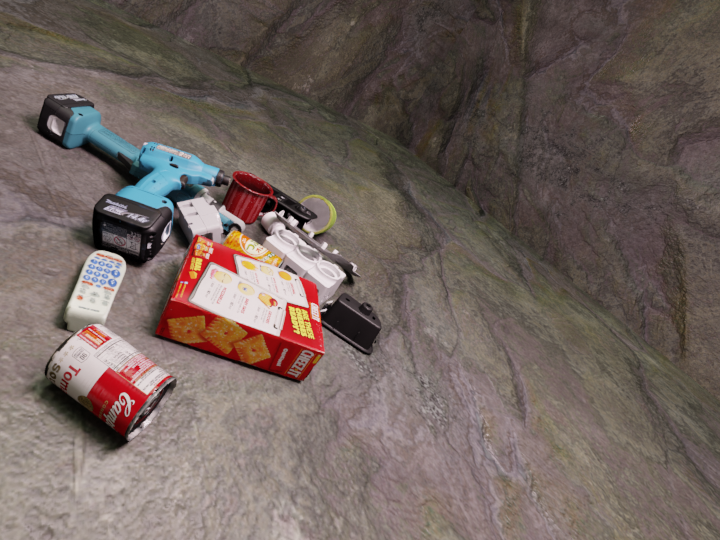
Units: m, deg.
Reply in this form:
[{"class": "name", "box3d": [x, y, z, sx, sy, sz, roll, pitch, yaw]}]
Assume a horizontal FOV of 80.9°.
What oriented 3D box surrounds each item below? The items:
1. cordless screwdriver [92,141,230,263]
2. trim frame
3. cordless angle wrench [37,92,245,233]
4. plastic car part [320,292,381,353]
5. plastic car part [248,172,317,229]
[{"class": "cordless screwdriver", "box3d": [-0.312, -0.118, 0.687, 0.156, 0.074, 0.256, 15, 39, -12]}, {"class": "trim frame", "box3d": [-0.086, -0.056, 0.881, 0.195, 0.027, 0.234, 39, 0, 44]}, {"class": "cordless angle wrench", "box3d": [-0.404, -0.192, 0.814, 0.421, 0.074, 0.098, 33, 24, -3]}, {"class": "plastic car part", "box3d": [-0.011, 0.083, 0.743, 0.118, 0.071, 0.065, 32, 25, 6]}, {"class": "plastic car part", "box3d": [-0.197, -0.153, 0.973, 0.206, 0.067, 0.065, 28, 16, 8]}]
